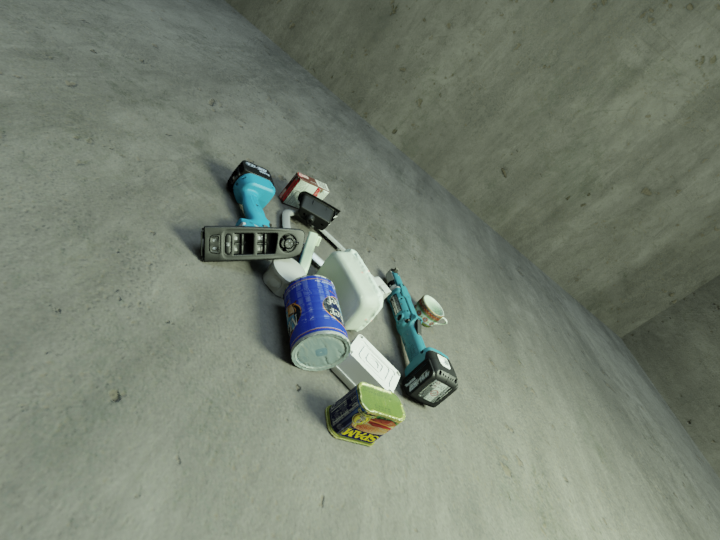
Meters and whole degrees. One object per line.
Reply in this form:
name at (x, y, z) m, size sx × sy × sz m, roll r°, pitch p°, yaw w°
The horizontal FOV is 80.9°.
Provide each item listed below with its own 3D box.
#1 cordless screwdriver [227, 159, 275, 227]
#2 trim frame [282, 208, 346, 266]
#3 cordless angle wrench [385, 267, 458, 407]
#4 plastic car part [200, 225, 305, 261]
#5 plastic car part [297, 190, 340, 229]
cordless screwdriver at (-0.223, -0.135, 0.971) m, size 0.151 × 0.075 × 0.260 m, roll 21°, pitch 36°, yaw -37°
trim frame at (-0.106, -0.069, 1.082) m, size 0.250 × 0.028 × 0.182 m, roll 40°, pitch 26°, yaw 2°
cordless angle wrench at (0.115, 0.124, 1.020) m, size 0.071 × 0.098 × 0.438 m, roll 30°, pitch 23°, yaw -25°
plastic car part at (-0.208, -0.053, 0.820) m, size 0.196 × 0.066 × 0.069 m, roll -2°, pitch 4°, yaw -23°
plastic car part at (-0.120, -0.147, 1.103) m, size 0.113 × 0.067 × 0.072 m, roll 28°, pitch 43°, yaw -19°
